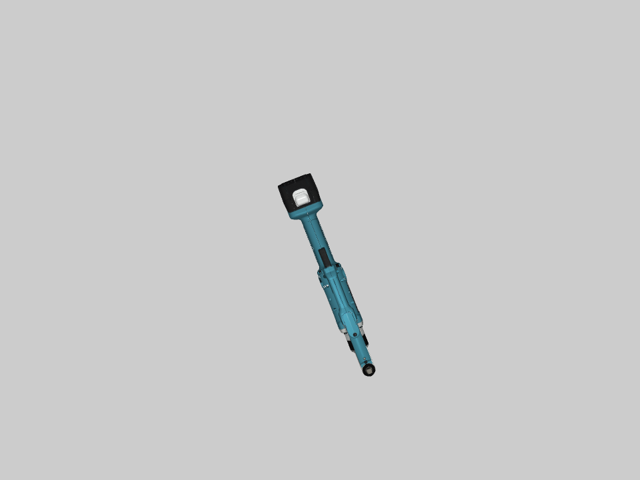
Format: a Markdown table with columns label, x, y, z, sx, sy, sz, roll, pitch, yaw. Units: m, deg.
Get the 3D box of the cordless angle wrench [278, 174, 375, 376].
| label | x | y | z | sx | sy | sz | roll | pitch | yaw |
| --- | --- | --- | --- | --- | --- | --- | --- | --- | --- |
| cordless angle wrench | 0.024 | 0.076 | 0.869 | 0.074 | 0.422 | 0.098 | -21 | -2 | -1 |
